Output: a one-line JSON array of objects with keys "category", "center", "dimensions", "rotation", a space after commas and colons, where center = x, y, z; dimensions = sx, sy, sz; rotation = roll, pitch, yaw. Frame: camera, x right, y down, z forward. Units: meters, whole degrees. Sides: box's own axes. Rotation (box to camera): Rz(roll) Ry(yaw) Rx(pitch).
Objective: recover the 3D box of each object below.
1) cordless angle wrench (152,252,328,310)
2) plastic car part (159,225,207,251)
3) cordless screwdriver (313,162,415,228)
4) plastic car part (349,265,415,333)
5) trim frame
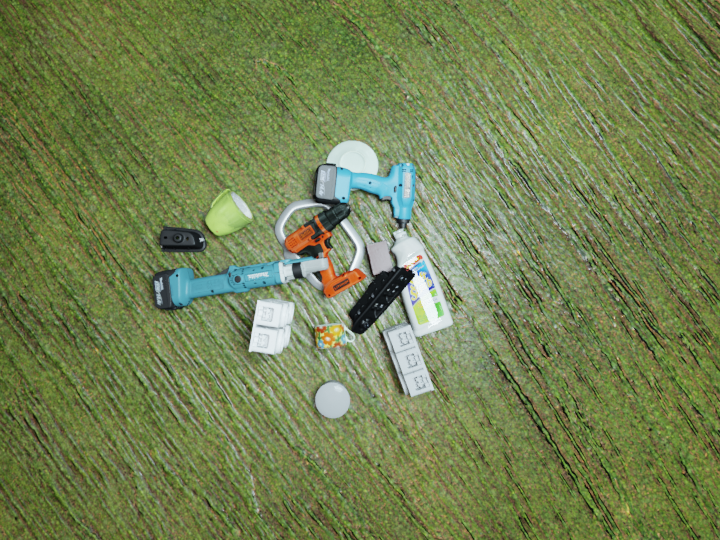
[{"category": "cordless angle wrench", "center": [-0.281, 0.019, 0.996], "dimensions": [0.430, 0.072, 0.099], "rotation": [-9, 85, 11]}, {"category": "plastic car part", "center": [-0.450, -0.078, 1.053], "dimensions": [0.118, 0.070, 0.066], "rotation": [3, 87, 5]}, {"category": "cordless screwdriver", "center": [0.010, -0.184, 1.030], "dimensions": [0.246, 0.075, 0.158], "rotation": [1, 95, -6]}, {"category": "plastic car part", "center": [0.036, 0.064, 0.993], "dimensions": [0.071, 0.063, 0.203], "rotation": [44, 107, 33]}, {"category": "trim frame", "center": [-0.103, -0.067, 1.055], "dimensions": [0.184, 0.027, 0.251], "rotation": [-38, 85, -2]}]
